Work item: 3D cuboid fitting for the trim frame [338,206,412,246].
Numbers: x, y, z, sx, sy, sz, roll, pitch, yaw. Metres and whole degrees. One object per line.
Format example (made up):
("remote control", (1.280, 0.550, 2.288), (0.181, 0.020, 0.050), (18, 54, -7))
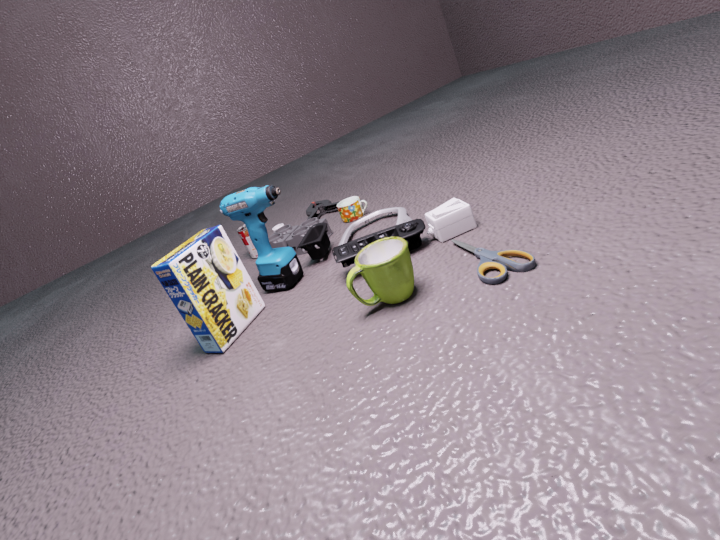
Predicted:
("trim frame", (0.035, -0.095, 1.042), (0.189, 0.026, 0.250), (-16, 25, 21))

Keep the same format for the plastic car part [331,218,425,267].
("plastic car part", (0.046, -0.049, 0.887), (0.203, 0.065, 0.068), (-24, 22, 2))

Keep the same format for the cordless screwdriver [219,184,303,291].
("cordless screwdriver", (-0.205, -0.075, 0.968), (0.165, 0.241, 0.074), (-11, 24, 32))

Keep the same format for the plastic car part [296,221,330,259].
("plastic car part", (-0.105, -0.068, 1.071), (0.068, 0.069, 0.117), (-16, 24, 21))
